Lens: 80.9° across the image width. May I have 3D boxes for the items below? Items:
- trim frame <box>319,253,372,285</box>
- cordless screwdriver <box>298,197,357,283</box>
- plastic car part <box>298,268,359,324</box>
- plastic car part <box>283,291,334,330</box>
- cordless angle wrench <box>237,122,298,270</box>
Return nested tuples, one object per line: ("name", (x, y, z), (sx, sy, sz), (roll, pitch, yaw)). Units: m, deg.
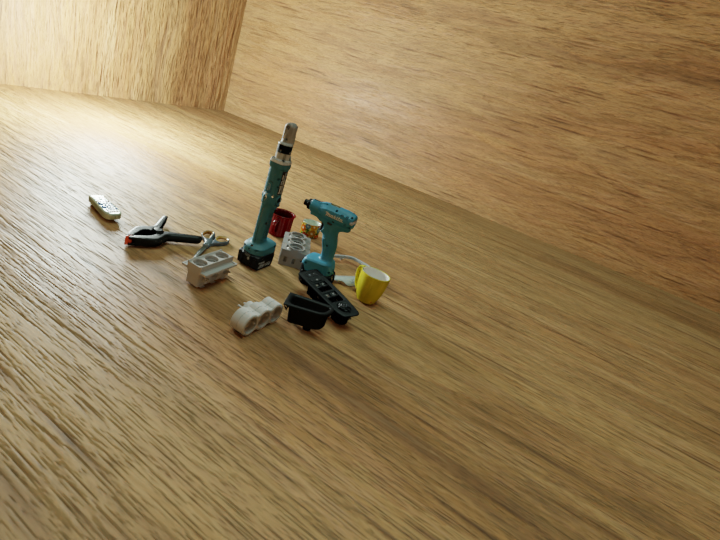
("trim frame", (-0.058, -0.005, 1.379), (0.237, 0.027, 0.194), (3, 27, -32))
("cordless screwdriver", (-0.119, -0.078, 1.214), (0.164, 0.246, 0.073), (26, 22, 15))
("plastic car part", (-0.090, 0.075, 1.120), (0.063, 0.066, 0.215), (-4, 31, -45))
("plastic car part", (-0.129, 0.108, 1.010), (0.117, 0.070, 0.066), (20, 22, 3))
("cordless angle wrench", (-0.248, -0.204, 1.182), (0.077, 0.419, 0.095), (28, 22, 18))
